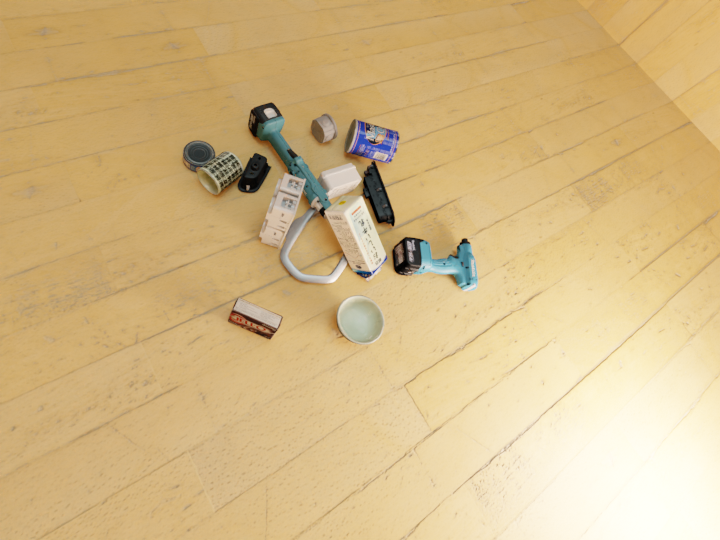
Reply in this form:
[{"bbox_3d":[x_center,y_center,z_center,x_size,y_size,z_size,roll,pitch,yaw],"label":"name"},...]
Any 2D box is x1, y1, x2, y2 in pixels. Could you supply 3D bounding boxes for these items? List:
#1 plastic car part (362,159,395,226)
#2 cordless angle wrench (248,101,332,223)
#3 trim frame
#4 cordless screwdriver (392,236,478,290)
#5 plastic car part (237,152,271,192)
[{"bbox_3d":[0.049,-0.219,1.234,0.066,0.066,0.209,-17,71,-16],"label":"plastic car part"},{"bbox_3d":[-0.170,-0.278,1.170,0.072,0.098,0.433,-28,76,-29],"label":"cordless angle wrench"},{"bbox_3d":[-0.111,-0.072,1.133,0.183,0.027,0.249,30,61,-3],"label":"trim frame"},{"bbox_3d":[0.217,-0.041,1.195,0.242,0.075,0.163,12,62,-17],"label":"cordless screwdriver"},{"bbox_3d":[-0.287,-0.272,1.149,0.065,0.071,0.118,22,58,-8],"label":"plastic car part"}]
